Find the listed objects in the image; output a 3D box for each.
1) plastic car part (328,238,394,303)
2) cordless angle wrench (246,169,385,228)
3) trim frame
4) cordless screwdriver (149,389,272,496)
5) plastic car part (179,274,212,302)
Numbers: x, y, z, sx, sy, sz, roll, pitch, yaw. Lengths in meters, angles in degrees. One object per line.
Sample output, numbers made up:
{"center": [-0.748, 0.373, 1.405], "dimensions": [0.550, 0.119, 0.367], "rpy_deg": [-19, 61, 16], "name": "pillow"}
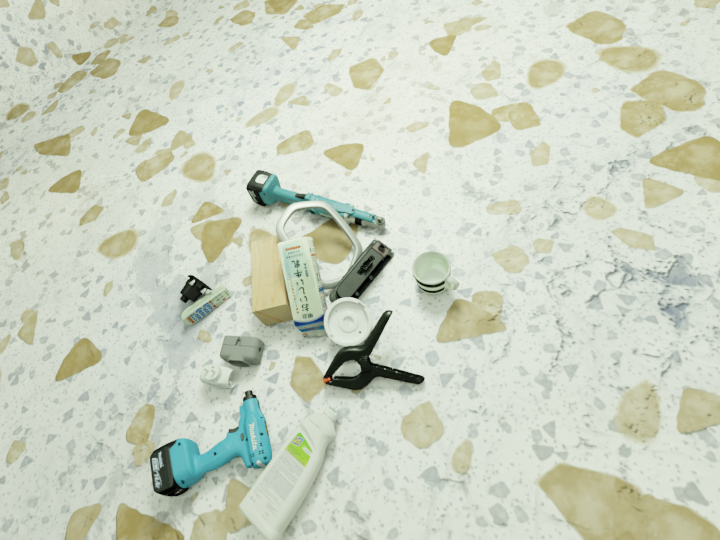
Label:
{"center": [0.004, 0.007, 1.036], "dimensions": [0.067, 0.066, 0.202], "rpy_deg": [39, 78, 4], "name": "plastic car part"}
{"center": [-0.127, -0.187, 1.192], "dimensions": [0.440, 0.094, 0.074], "rpy_deg": [20, 66, 22], "name": "cordless angle wrench"}
{"center": [-0.106, -0.069, 1.079], "dimensions": [0.182, 0.028, 0.250], "rpy_deg": [-38, 87, -17], "name": "trim frame"}
{"center": [-0.320, 0.370, 0.909], "dimensions": [0.249, 0.071, 0.166], "rpy_deg": [-21, 55, -1], "name": "cordless screwdriver"}
{"center": [-0.454, 0.054, 1.134], "dimensions": [0.071, 0.063, 0.121], "rpy_deg": [-57, 23, -20], "name": "plastic car part"}
